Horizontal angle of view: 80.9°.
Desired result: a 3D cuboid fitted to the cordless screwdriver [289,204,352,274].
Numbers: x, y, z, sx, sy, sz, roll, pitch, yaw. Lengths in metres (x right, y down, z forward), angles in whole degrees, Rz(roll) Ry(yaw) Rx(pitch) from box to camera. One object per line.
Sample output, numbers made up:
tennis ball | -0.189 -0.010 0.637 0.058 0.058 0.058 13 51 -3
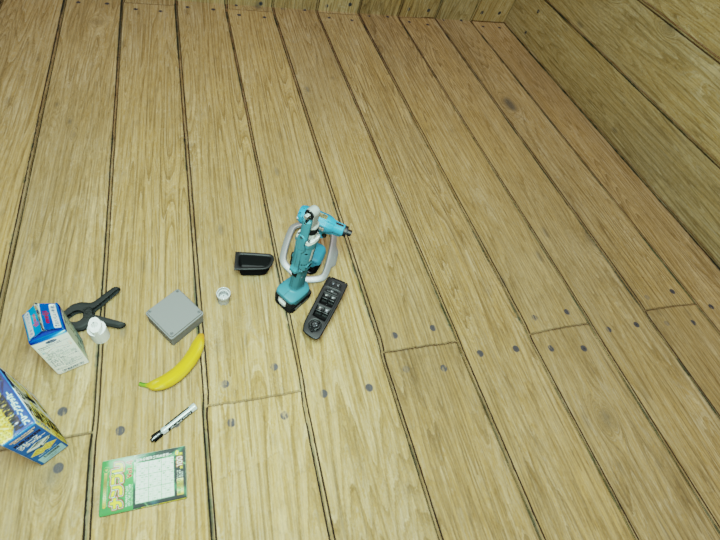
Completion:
cordless screwdriver | -0.123 -0.080 1.258 0.160 0.245 0.075 24 53 1

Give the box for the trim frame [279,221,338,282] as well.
trim frame | -0.163 -0.066 1.375 0.183 0.027 0.253 12 53 -3

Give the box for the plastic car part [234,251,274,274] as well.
plastic car part | -0.321 -0.012 1.276 0.114 0.070 0.068 3 55 -11

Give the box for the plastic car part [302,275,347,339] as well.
plastic car part | -0.109 0.115 1.232 0.067 0.066 0.204 25 54 3

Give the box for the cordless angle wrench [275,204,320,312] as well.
cordless angle wrench | -0.154 -0.027 1.106 0.076 0.418 0.096 41 55 12
